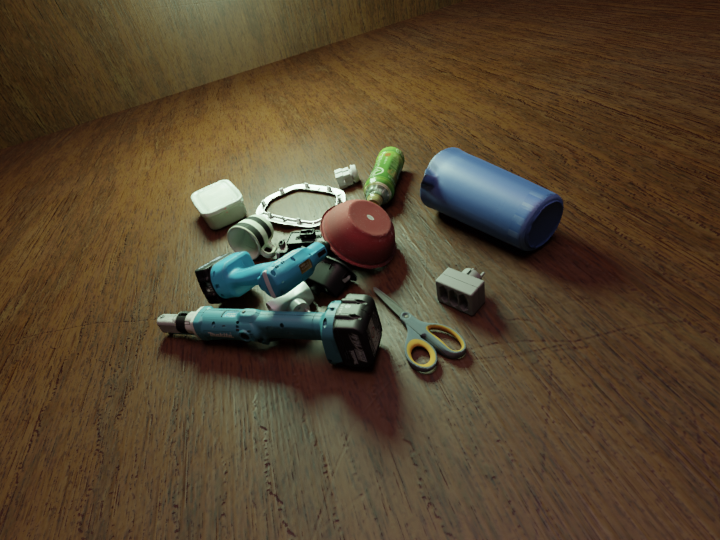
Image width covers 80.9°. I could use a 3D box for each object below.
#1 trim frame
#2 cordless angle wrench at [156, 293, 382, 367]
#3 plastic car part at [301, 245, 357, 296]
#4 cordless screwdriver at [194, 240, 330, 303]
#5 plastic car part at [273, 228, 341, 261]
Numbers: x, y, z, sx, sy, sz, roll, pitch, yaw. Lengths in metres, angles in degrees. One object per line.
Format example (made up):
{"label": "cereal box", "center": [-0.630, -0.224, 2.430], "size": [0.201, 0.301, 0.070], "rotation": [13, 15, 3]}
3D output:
{"label": "trim frame", "center": [-0.151, -0.167, 1.059], "size": [0.262, 0.026, 0.182], "rotation": [16, 50, 33]}
{"label": "cordless angle wrench", "center": [-0.180, 0.093, 0.709], "size": [0.438, 0.094, 0.075], "rotation": [-1, 36, 24]}
{"label": "plastic car part", "center": [-0.074, 0.012, 0.795], "size": [0.123, 0.062, 0.071], "rotation": [24, 67, 36]}
{"label": "cordless screwdriver", "center": [-0.181, -0.004, 0.781], "size": [0.260, 0.072, 0.156], "rotation": [-6, 23, 40]}
{"label": "plastic car part", "center": [-0.086, -0.056, 0.877], "size": [0.209, 0.065, 0.067], "rotation": [1, 33, 17]}
